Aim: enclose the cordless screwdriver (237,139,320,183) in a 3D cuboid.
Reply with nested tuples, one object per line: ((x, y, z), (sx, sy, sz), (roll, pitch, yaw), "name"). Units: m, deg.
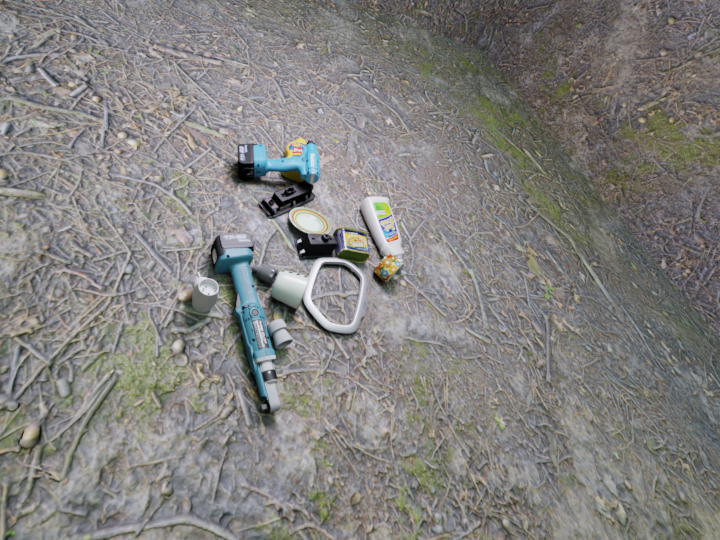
((-0.248, -0.343, 1.287), (0.245, 0.073, 0.164), (1, 57, -9), "cordless screwdriver")

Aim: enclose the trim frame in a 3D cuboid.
((-0.060, 0.060, 1.133), (0.181, 0.027, 0.253), (23, 43, -9), "trim frame")

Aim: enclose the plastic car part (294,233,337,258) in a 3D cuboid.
((-0.116, -0.076, 1.186), (0.112, 0.071, 0.068), (-3, 58, -29), "plastic car part")

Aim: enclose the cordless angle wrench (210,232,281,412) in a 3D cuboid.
((-0.249, 0.106, 0.958), (0.094, 0.074, 0.440), (-4, 57, -33), "cordless angle wrench")

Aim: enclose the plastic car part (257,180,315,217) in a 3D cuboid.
((-0.211, -0.226, 1.272), (0.068, 0.066, 0.197), (42, 42, 16), "plastic car part")
